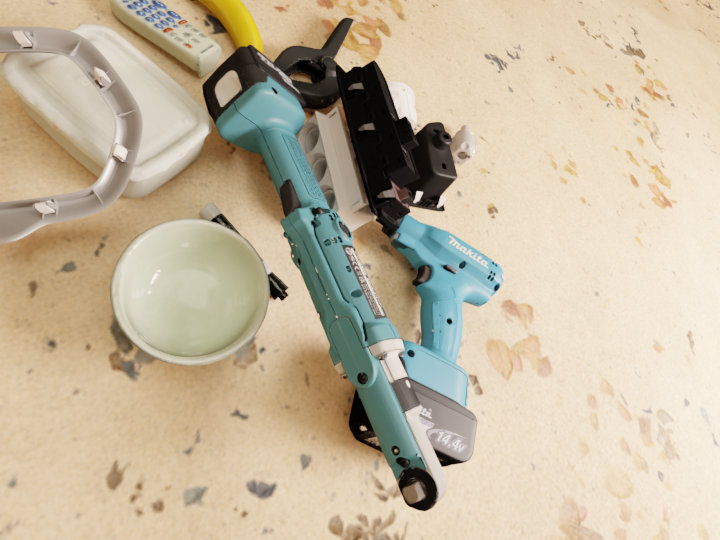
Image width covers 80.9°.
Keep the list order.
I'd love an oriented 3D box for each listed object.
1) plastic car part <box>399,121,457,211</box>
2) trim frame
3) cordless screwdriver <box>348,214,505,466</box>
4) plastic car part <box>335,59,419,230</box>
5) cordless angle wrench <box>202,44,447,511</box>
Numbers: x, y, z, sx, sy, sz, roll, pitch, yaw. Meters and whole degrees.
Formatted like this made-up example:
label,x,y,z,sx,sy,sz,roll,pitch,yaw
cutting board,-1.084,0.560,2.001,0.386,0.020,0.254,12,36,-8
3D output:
label,x,y,z,sx,sy,sz,roll,pitch,yaw
plastic car part,0.089,-0.144,0.542,0.063,0.072,0.119,7,66,-25
trim frame,-0.302,-0.109,0.336,0.245,0.028,0.185,-6,84,-8
cordless screwdriver,0.055,0.050,0.430,0.157,0.075,0.250,31,53,-7
plastic car part,0.019,-0.149,0.453,0.063,0.068,0.209,16,51,-53
cordless angle wrench,-0.037,-0.024,0.373,0.093,0.075,0.439,19,41,-58
